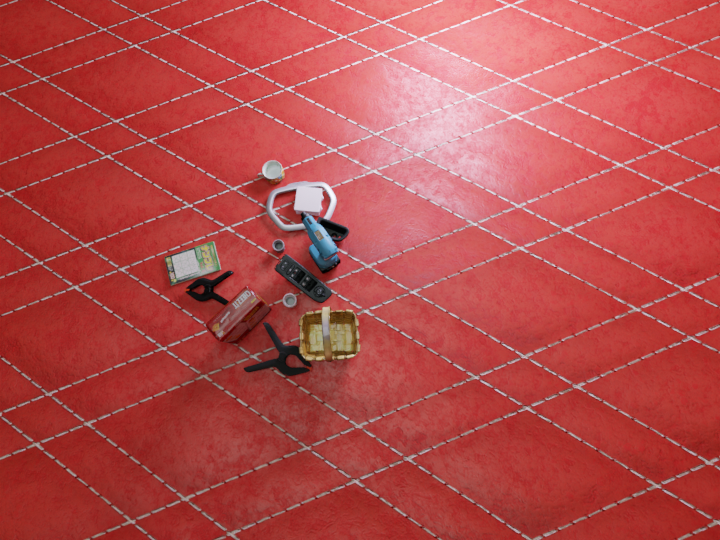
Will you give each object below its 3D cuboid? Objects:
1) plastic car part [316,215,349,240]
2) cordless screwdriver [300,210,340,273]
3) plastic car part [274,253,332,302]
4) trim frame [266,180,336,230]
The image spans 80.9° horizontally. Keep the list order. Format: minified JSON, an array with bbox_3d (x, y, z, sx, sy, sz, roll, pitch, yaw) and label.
[{"bbox_3d":[-0.097,-0.126,1.422,0.118,0.069,0.066,20,77,7],"label":"plastic car part"},{"bbox_3d":[-0.129,-0.085,1.322,0.074,0.244,0.163,-33,79,-8],"label":"cordless screwdriver"},{"bbox_3d":[-0.185,0.034,1.385,0.208,0.066,0.066,36,79,11],"label":"plastic car part"},{"bbox_3d":[-0.207,-0.230,1.480,0.248,0.027,0.188,-11,74,0],"label":"trim frame"}]
